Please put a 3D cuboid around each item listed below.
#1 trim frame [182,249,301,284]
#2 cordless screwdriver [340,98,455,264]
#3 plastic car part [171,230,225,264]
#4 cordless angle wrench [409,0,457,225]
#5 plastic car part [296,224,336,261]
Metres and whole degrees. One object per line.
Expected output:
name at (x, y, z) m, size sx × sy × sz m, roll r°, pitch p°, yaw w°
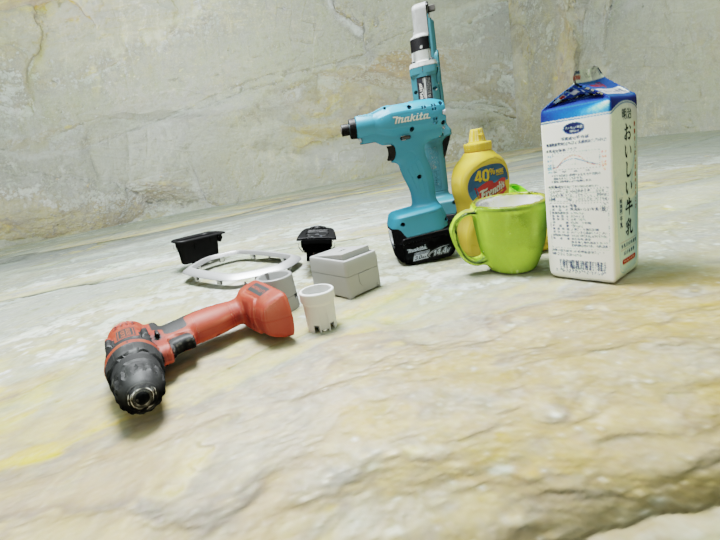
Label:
trim frame at (-0.228, -0.011, 0.812) m, size 0.261 × 0.027 × 0.178 m, roll 4°, pitch 21°, yaw 40°
cordless screwdriver at (0.063, -0.135, 0.672) m, size 0.159 × 0.245 × 0.075 m, roll -9°, pitch 12°, yaw 1°
plastic car part at (-0.358, -0.044, 0.929) m, size 0.069 × 0.070 × 0.113 m, roll 1°, pitch 18°, yaw 35°
cordless angle wrench at (0.133, -0.272, 0.792) m, size 0.101 × 0.416 × 0.073 m, roll -4°, pitch 13°, yaw 21°
plastic car part at (-0.077, -0.050, 0.788) m, size 0.066 × 0.066 × 0.207 m, roll -10°, pitch 15°, yaw -2°
